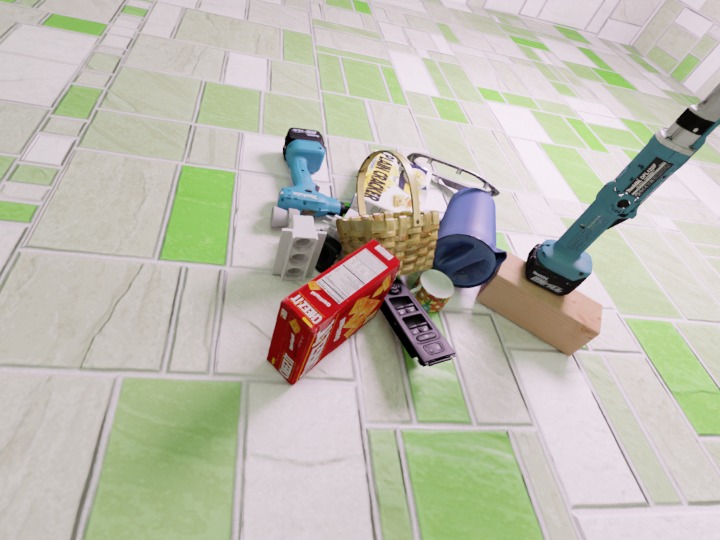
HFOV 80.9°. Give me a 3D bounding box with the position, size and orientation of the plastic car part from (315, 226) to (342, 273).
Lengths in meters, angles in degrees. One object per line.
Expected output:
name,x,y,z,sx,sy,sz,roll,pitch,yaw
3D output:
plastic car part,-0.084,-0.055,0.856,0.121,0.065,0.068,41,34,23

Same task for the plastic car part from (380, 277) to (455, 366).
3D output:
plastic car part,0.084,0.090,0.763,0.065,0.065,0.213,-16,51,-19

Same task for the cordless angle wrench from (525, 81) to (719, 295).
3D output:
cordless angle wrench,0.430,-0.120,0.694,0.099,0.418,0.074,30,45,4

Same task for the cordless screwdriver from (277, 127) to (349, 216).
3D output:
cordless screwdriver,-0.110,-0.224,0.988,0.156,0.073,0.257,6,52,-14

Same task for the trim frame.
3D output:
trim frame,0.224,-0.235,1.051,0.260,0.027,0.176,27,4,25
